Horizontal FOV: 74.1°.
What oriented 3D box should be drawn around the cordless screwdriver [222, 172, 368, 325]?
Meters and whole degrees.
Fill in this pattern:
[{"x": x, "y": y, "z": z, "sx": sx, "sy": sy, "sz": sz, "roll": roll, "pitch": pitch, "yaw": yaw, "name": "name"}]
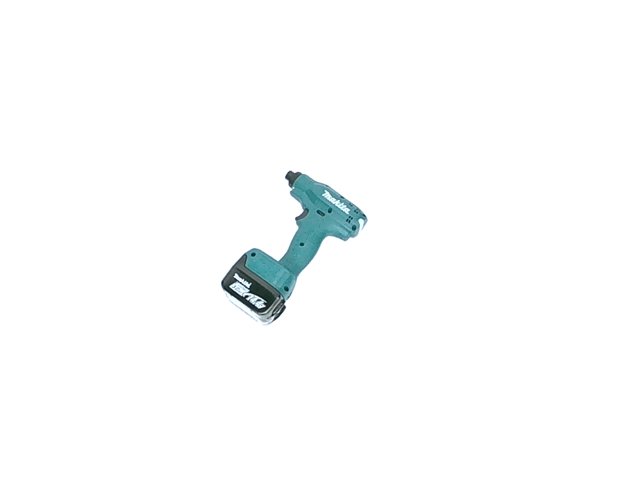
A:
[{"x": -0.056, "y": 0.002, "z": 0.681, "sx": 0.159, "sy": 0.248, "sz": 0.074, "roll": 38, "pitch": -20, "yaw": 14, "name": "cordless screwdriver"}]
